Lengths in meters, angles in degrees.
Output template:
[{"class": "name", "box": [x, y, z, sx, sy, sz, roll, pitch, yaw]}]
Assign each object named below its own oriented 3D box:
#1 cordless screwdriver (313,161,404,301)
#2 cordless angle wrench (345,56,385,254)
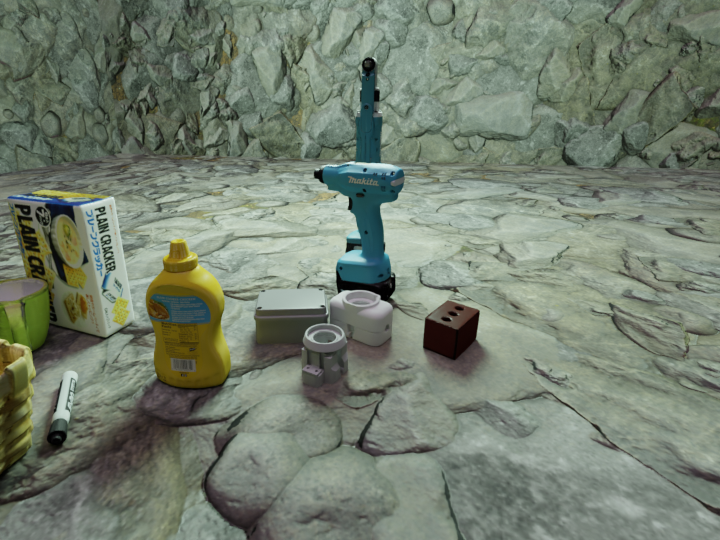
[{"class": "cordless screwdriver", "box": [-0.010, -0.066, 0.746, 0.166, 0.244, 0.072, 12, 22, 27]}, {"class": "cordless angle wrench", "box": [0.015, -0.210, 0.872, 0.076, 0.414, 0.097, 6, 20, 14]}]
